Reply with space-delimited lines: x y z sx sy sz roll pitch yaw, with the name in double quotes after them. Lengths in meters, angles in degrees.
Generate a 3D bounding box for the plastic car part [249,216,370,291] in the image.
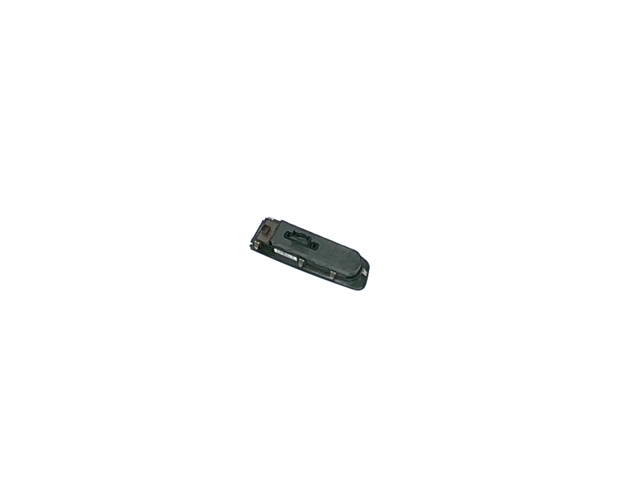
-0.012 0.014 0.682 0.203 0.066 0.067 25 -30 8 "plastic car part"
